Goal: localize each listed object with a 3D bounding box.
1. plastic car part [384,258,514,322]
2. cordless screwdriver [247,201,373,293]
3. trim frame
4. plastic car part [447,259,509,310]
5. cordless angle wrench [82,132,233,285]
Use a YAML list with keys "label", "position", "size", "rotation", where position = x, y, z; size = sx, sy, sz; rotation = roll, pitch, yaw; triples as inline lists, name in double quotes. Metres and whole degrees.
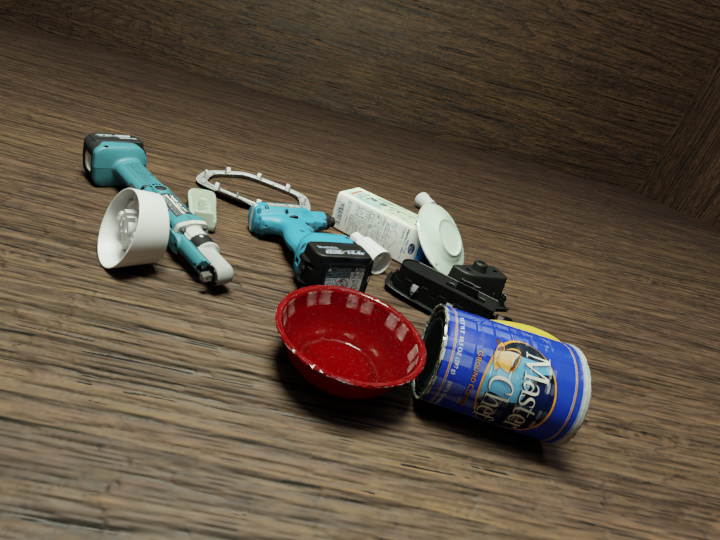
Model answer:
- label: "plastic car part"
  position: [0.129, 0.040, 0.618]
  size: [0.212, 0.066, 0.065]
  rotation: [25, 34, 24]
- label: "cordless screwdriver"
  position: [-0.064, -0.042, 0.658]
  size: [0.152, 0.073, 0.263]
  rotation: [-1, 27, -32]
- label: "trim frame"
  position: [-0.217, -0.167, 0.871]
  size: [0.255, 0.027, 0.181]
  rotation: [24, 28, 13]
- label: "plastic car part"
  position: [0.186, 0.018, 0.678]
  size: [0.112, 0.070, 0.069]
  rotation: [7, 25, -25]
- label: "cordless angle wrench"
  position: [-0.310, -0.102, 0.645]
  size: [0.094, 0.073, 0.446]
  rotation: [-11, 39, -45]
